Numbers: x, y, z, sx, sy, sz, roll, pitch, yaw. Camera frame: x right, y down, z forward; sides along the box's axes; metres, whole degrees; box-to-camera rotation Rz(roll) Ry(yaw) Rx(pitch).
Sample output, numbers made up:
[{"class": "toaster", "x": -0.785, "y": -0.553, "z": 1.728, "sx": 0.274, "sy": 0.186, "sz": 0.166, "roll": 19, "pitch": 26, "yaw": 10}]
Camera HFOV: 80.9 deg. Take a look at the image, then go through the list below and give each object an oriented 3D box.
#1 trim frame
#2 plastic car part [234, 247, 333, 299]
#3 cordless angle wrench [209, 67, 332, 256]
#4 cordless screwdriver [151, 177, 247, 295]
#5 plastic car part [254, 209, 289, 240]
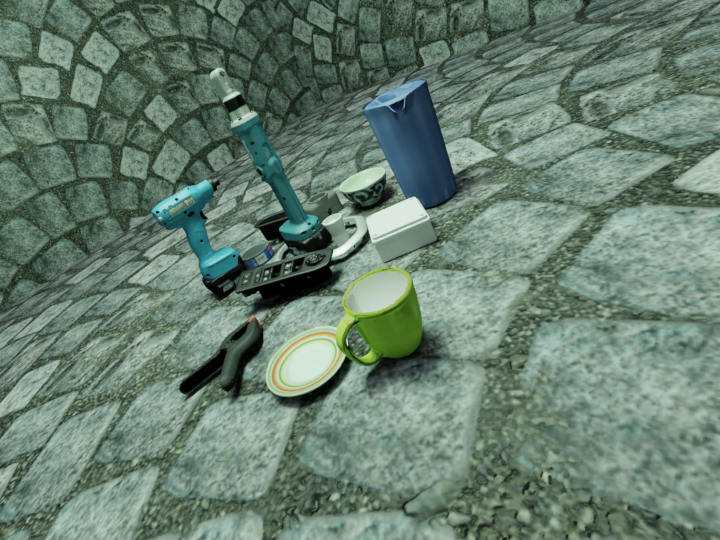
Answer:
[{"class": "trim frame", "x": -0.092, "y": -0.060, "z": 0.943, "sx": 0.259, "sy": 0.026, "sz": 0.184, "roll": -8, "pitch": 33, "yaw": 34}, {"class": "plastic car part", "x": -0.140, "y": 0.014, "z": 0.818, "sx": 0.207, "sy": 0.064, "sz": 0.067, "roll": -19, "pitch": 27, "yaw": 16}, {"class": "cordless angle wrench", "x": -0.193, "y": -0.218, "z": 0.889, "sx": 0.073, "sy": 0.407, "sz": 0.103, "roll": -41, "pitch": 27, "yaw": -30}, {"class": "cordless screwdriver", "x": -0.337, "y": -0.077, "z": 0.962, "sx": 0.157, "sy": 0.240, "sz": 0.078, "roll": -39, "pitch": 27, "yaw": -25}, {"class": "plastic car part", "x": -0.206, "y": -0.112, "z": 1.089, "sx": 0.119, "sy": 0.068, "sz": 0.067, "roll": -19, "pitch": 26, "yaw": 16}]
